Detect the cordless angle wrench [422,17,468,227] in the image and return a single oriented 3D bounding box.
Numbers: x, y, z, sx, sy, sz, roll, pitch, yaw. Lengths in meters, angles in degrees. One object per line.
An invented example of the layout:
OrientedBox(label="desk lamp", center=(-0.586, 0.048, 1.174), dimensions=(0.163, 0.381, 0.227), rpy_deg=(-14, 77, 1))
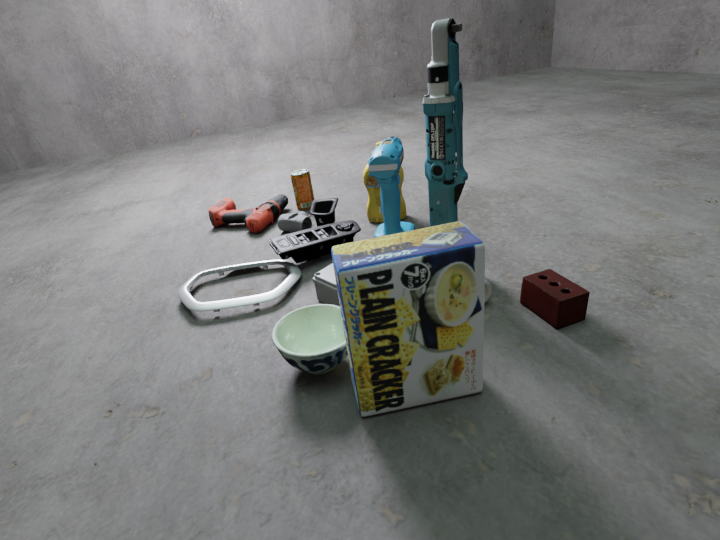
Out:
OrientedBox(label="cordless angle wrench", center=(0.136, -0.167, 0.679), dimensions=(0.103, 0.410, 0.073), rpy_deg=(11, 32, 33))

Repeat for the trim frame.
OrientedBox(label="trim frame", center=(-0.242, 0.025, 0.849), dimensions=(0.248, 0.027, 0.191), rpy_deg=(-11, 29, -2))

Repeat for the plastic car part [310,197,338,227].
OrientedBox(label="plastic car part", center=(-0.086, -0.125, 1.023), dimensions=(0.067, 0.069, 0.119), rpy_deg=(-6, 29, 5))

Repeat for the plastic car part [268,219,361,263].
OrientedBox(label="plastic car part", center=(-0.089, -0.058, 0.909), dimensions=(0.199, 0.065, 0.070), rpy_deg=(-21, 30, -19))

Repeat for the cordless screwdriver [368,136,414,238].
OrientedBox(label="cordless screwdriver", center=(0.062, -0.123, 0.796), dimensions=(0.076, 0.241, 0.160), rpy_deg=(0, 28, 14))
